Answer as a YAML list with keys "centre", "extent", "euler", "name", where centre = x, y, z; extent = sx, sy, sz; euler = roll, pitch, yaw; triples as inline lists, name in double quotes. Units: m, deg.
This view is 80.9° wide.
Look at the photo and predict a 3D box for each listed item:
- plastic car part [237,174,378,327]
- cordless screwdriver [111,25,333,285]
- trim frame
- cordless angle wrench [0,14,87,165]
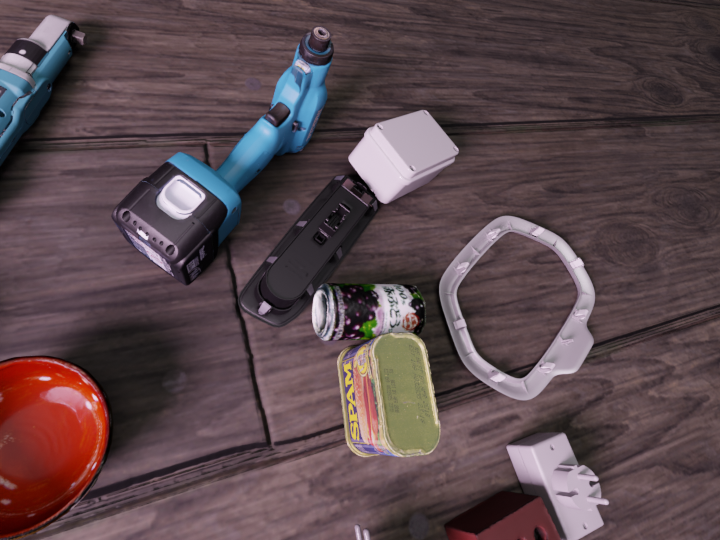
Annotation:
- centre: [-0.043, -0.028, 0.439]
  extent: [0.065, 0.068, 0.202]
  euler: [41, 63, -10]
  name: "plastic car part"
- centre: [-0.111, -0.111, 0.396]
  extent: [0.074, 0.160, 0.248]
  euler: [37, 63, -5]
  name: "cordless screwdriver"
- centre: [0.197, 0.033, 0.507]
  extent: [0.186, 0.028, 0.245]
  euler: [47, 60, 5]
  name: "trim frame"
- centre: [-0.349, -0.082, 0.358]
  extent: [0.096, 0.074, 0.431]
  euler: [15, 61, -14]
  name: "cordless angle wrench"
